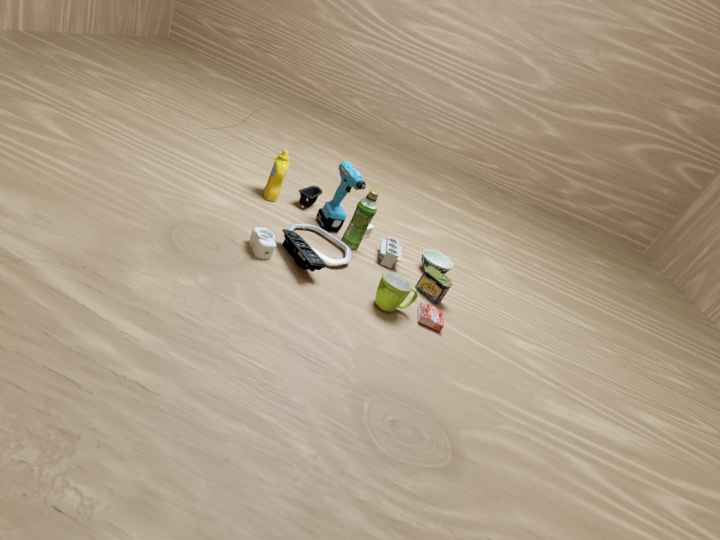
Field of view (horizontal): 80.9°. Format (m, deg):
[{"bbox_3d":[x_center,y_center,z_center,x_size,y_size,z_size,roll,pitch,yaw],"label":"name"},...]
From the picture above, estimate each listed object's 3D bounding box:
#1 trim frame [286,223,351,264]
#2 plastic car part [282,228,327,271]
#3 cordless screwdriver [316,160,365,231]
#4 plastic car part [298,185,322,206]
[{"bbox_3d":[-0.139,-0.091,1.417,0.257,0.027,0.179,34,30,18],"label":"trim frame"},{"bbox_3d":[-0.182,-0.057,1.289,0.063,0.066,0.214,0,37,-39],"label":"plastic car part"},{"bbox_3d":[-0.064,-0.248,1.506,0.071,0.247,0.168,6,35,-34],"label":"cordless screwdriver"},{"bbox_3d":[-0.198,-0.283,1.648,0.068,0.070,0.114,33,30,13],"label":"plastic car part"}]
